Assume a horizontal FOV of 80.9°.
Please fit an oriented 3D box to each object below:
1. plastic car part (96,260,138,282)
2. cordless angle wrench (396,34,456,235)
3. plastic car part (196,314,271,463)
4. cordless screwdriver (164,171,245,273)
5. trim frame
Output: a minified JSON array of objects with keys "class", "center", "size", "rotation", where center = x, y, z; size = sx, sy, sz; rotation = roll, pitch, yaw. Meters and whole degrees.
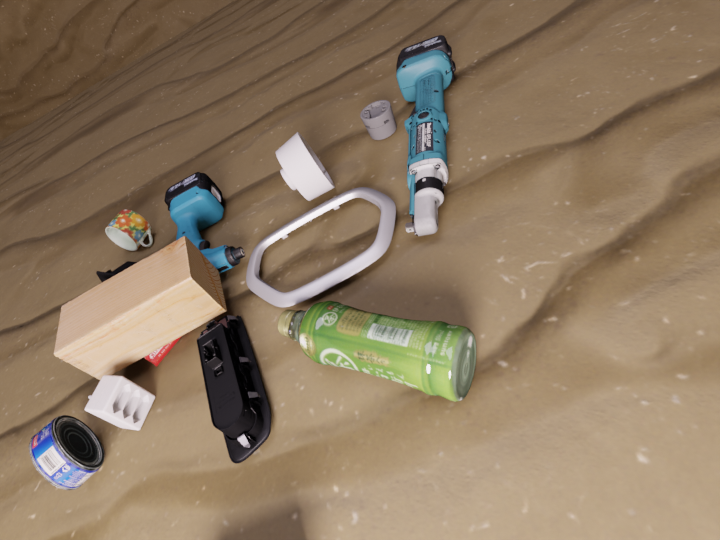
[{"class":"plastic car part","center":[-0.399,0.013,0.757],"size":[0.121,0.063,0.071],"rotation":[1,39,27]},{"class":"cordless angle wrench","center":[0.103,-0.221,0.660],"size":[0.101,0.070,0.433],"rotation":[-11,50,22]},{"class":"plastic car part","center":[-0.161,0.126,0.517],"size":[0.066,0.064,0.214],"rotation":[-29,46,-7]},{"class":"cordless screwdriver","center":[-0.280,-0.076,0.752],"size":[0.161,0.070,0.259],"rotation":[-23,48,10]},{"class":"trim frame","center":[-0.061,-0.040,0.625],"size":[0.250,0.026,0.193],"rotation":[-31,45,5]}]
